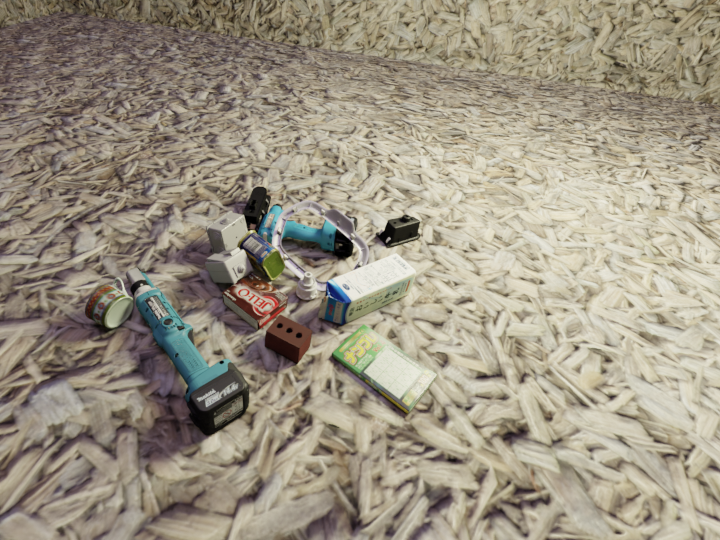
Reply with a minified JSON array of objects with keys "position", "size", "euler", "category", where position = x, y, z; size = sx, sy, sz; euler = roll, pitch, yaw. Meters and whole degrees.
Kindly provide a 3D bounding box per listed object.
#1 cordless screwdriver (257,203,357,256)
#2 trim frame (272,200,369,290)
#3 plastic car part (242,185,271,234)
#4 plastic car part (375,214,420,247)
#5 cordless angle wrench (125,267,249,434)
[{"position":[-0.133,-0.115,1.102],"size":[0.251,0.072,0.163],"euler":[5,41,4],"category":"cordless screwdriver"},{"position":[-0.098,-0.064,1.005],"size":[0.257,0.027,0.183],"euler":[40,78,17],"category":"trim frame"},{"position":[-0.290,-0.168,1.154],"size":[0.067,0.065,0.208],"euler":[1,38,1],"category":"plastic car part"},{"position":[0.111,-0.116,1.136],"size":[0.113,0.069,0.069],"euler":[-17,47,-22],"category":"plastic car part"},{"position":[-0.361,0.117,0.807],"size":[0.095,0.072,0.447],"euler":[-26,48,-34],"category":"cordless angle wrench"}]
